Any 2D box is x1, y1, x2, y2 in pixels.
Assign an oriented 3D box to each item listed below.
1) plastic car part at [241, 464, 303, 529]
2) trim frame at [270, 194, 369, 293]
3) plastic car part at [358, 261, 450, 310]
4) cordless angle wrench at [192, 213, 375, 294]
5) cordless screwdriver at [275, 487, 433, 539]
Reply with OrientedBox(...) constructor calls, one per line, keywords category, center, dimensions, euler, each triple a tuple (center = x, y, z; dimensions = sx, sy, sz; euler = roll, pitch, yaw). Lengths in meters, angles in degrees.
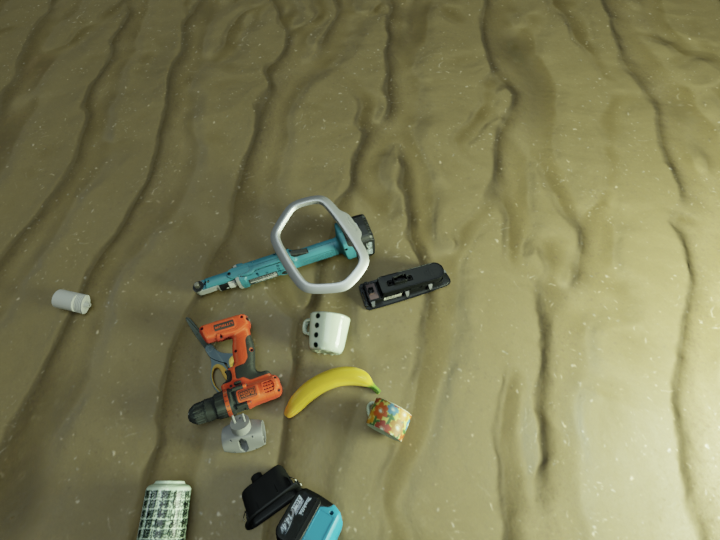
OrientedBox(category="plastic car part", center=(-0.168, 0.396, 0.760), dimensions=(0.115, 0.063, 0.075), euler=(-30, 50, -9))
OrientedBox(category="trim frame", center=(-0.090, -0.059, 0.918), dimensions=(0.183, 0.026, 0.259), euler=(-33, 64, -4))
OrientedBox(category="plastic car part", center=(0.101, 0.024, 0.941), dimensions=(0.201, 0.065, 0.069), euler=(-14, 56, -7))
OrientedBox(category="cordless angle wrench", center=(-0.178, -0.019, 0.973), dimensions=(0.422, 0.094, 0.077), euler=(-18, 64, -1))
OrientedBox(category="cordless screwdriver", center=(-0.004, 0.447, 0.677), dimensions=(0.261, 0.072, 0.157), euler=(22, 46, 28))
